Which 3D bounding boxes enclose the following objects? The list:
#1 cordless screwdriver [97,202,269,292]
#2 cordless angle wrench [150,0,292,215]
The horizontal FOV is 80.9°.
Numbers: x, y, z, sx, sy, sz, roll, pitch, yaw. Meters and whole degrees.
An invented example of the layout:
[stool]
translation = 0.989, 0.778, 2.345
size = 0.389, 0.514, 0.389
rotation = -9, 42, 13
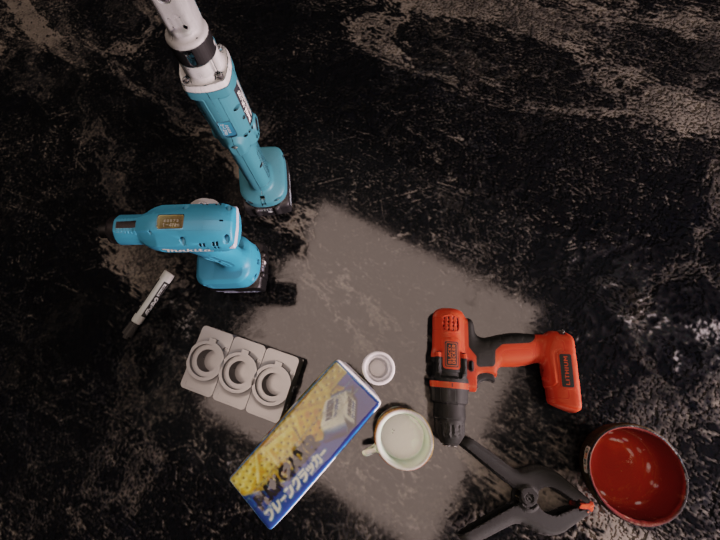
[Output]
[cordless screwdriver]
translation = -0.216, -0.025, 0.569
size = 0.160, 0.244, 0.075
rotation = 0, 77, 2
[cordless angle wrench]
translation = -0.153, -0.178, 0.518
size = 0.074, 0.414, 0.100
rotation = -5, 77, -1
